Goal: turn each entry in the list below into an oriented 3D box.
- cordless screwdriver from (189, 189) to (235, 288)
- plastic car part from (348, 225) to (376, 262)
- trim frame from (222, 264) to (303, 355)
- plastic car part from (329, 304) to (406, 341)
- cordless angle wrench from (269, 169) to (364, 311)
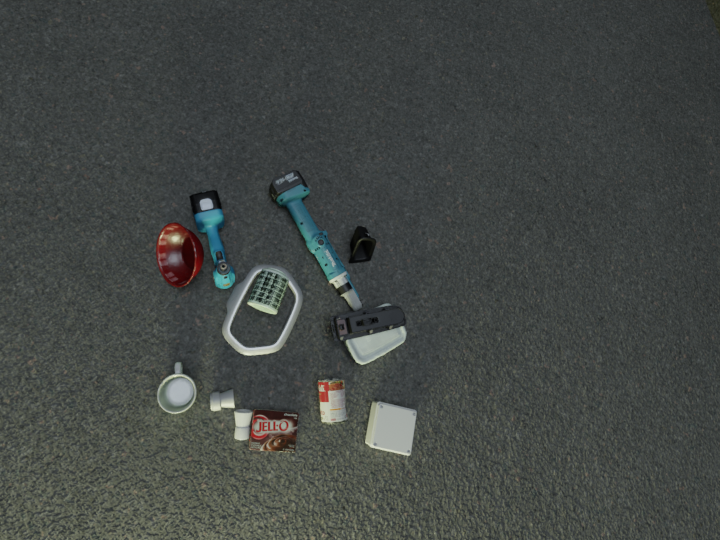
[{"bbox_3d":[-0.369,-0.084,1.069,0.073,0.160,0.254,-14,77,-19],"label":"cordless screwdriver"},{"bbox_3d":[0.001,-0.081,1.180,0.064,0.114,0.074,-7,55,-18],"label":"plastic car part"},{"bbox_3d":[-0.257,0.102,1.111,0.182,0.028,0.250,24,73,-6],"label":"trim frame"},{"bbox_3d":[0.028,0.128,1.083,0.198,0.067,0.068,-9,72,-18],"label":"plastic car part"},{"bbox_3d":[-0.114,-0.075,1.170,0.096,0.075,0.427,-29,85,-19],"label":"cordless angle wrench"}]
